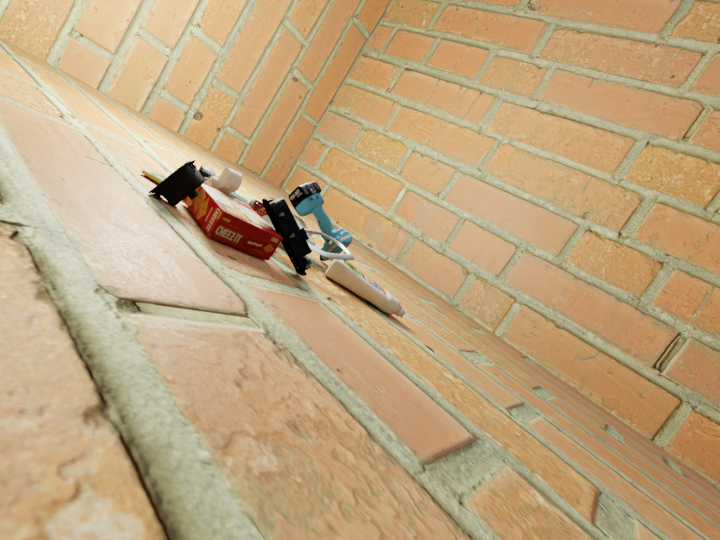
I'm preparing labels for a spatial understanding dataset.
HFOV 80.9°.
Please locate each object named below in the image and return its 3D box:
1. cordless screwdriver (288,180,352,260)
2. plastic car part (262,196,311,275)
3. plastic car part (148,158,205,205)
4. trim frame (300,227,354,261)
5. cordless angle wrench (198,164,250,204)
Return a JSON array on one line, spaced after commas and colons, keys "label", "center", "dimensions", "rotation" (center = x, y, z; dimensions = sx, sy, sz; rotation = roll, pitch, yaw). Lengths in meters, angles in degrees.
[{"label": "cordless screwdriver", "center": [-0.140, -0.154, 1.366], "dimensions": [0.072, 0.162, 0.252], "rotation": [-26, 80, -42]}, {"label": "plastic car part", "center": [-0.164, -0.088, 0.989], "dimensions": [0.200, 0.066, 0.068], "rotation": [60, -10, -8]}, {"label": "plastic car part", "center": [-0.398, -0.187, 0.943], "dimensions": [0.069, 0.117, 0.067], "rotation": [55, 2, -15]}, {"label": "trim frame", "center": [-0.115, -0.075, 1.179], "dimensions": [0.193, 0.027, 0.238], "rotation": [35, 17, 24]}, {"label": "cordless angle wrench", "center": [-0.338, -0.189, 1.354], "dimensions": [0.406, 0.074, 0.102], "rotation": [31, 7, -23]}]
